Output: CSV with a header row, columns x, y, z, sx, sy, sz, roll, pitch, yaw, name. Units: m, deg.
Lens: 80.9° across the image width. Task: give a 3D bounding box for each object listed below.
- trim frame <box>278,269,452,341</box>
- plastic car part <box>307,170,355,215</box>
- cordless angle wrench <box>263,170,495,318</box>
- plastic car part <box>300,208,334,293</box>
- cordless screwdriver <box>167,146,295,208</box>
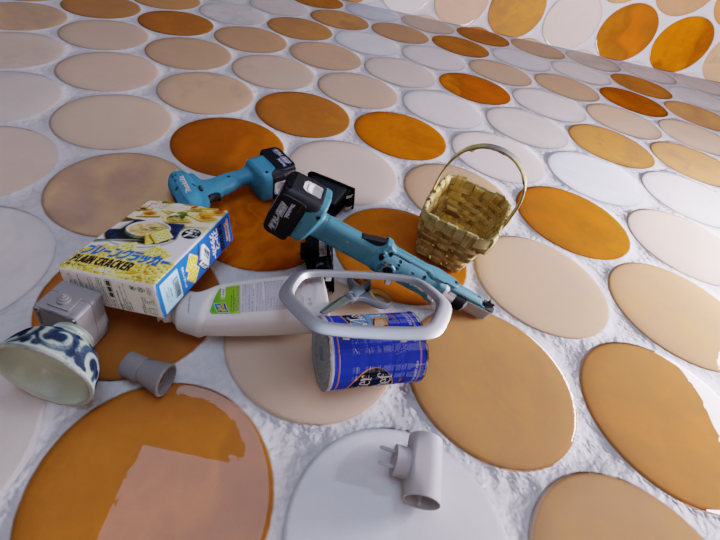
x,y,z,sx,sy,sz,roll,pitch,yaw,name
0.008,0.042,0.603,0.246,0.027,0.190,1,29,-7,trim frame
-0.077,-0.155,0.897,0.120,0.064,0.071,24,58,15,plastic car part
0.046,-0.019,0.708,0.414,0.098,0.076,28,39,-11,cordless angle wrench
-0.077,-0.050,0.788,0.068,0.063,0.209,-10,45,10,plastic car part
-0.246,-0.163,0.853,0.242,0.072,0.167,-21,54,-25,cordless screwdriver
